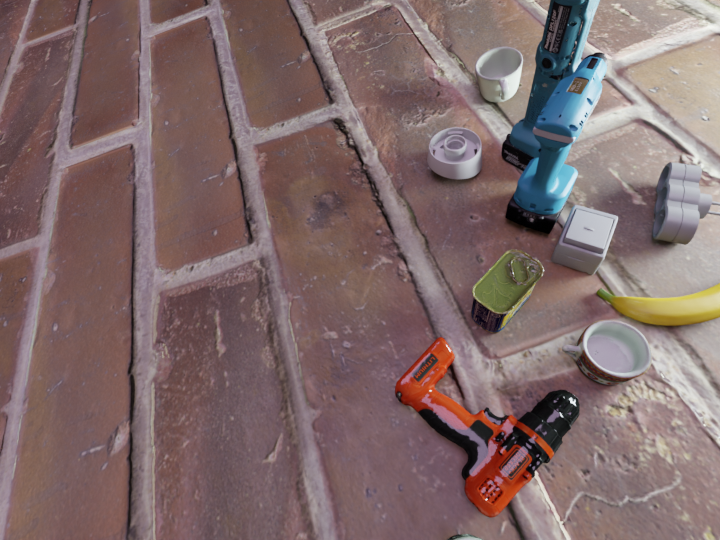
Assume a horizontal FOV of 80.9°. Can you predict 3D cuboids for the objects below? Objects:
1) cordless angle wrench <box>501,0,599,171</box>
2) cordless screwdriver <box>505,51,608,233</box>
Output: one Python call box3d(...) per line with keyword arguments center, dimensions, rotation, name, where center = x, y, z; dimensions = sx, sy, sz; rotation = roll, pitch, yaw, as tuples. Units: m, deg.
box3d(center=(0.284, -0.306, 0.601), dimensions=(0.074, 0.405, 0.103), rotation=(-39, 61, -12), name="cordless angle wrench")
box3d(center=(0.291, -0.177, 0.621), dimensions=(0.078, 0.238, 0.159), rotation=(27, 68, 23), name="cordless screwdriver")
